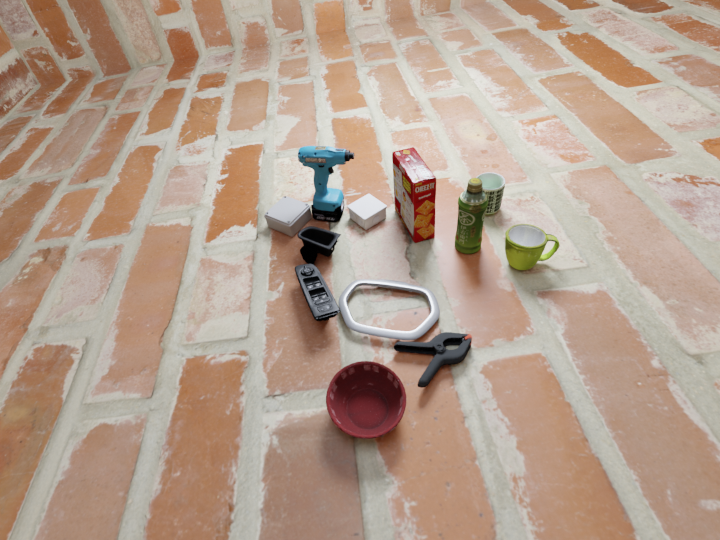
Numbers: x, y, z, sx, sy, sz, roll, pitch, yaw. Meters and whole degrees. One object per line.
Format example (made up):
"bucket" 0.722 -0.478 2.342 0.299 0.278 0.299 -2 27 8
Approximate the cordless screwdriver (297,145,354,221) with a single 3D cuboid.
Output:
"cordless screwdriver" -0.087 -0.258 1.254 0.164 0.239 0.075 6 48 15

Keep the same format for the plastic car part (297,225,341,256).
"plastic car part" -0.118 -0.077 1.209 0.122 0.068 0.066 18 52 25

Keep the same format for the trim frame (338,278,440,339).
"trim frame" 0.067 0.089 1.043 0.255 0.026 0.187 4 48 16

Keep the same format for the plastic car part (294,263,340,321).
"plastic car part" -0.114 0.058 1.084 0.065 0.064 0.214 -21 47 -10
